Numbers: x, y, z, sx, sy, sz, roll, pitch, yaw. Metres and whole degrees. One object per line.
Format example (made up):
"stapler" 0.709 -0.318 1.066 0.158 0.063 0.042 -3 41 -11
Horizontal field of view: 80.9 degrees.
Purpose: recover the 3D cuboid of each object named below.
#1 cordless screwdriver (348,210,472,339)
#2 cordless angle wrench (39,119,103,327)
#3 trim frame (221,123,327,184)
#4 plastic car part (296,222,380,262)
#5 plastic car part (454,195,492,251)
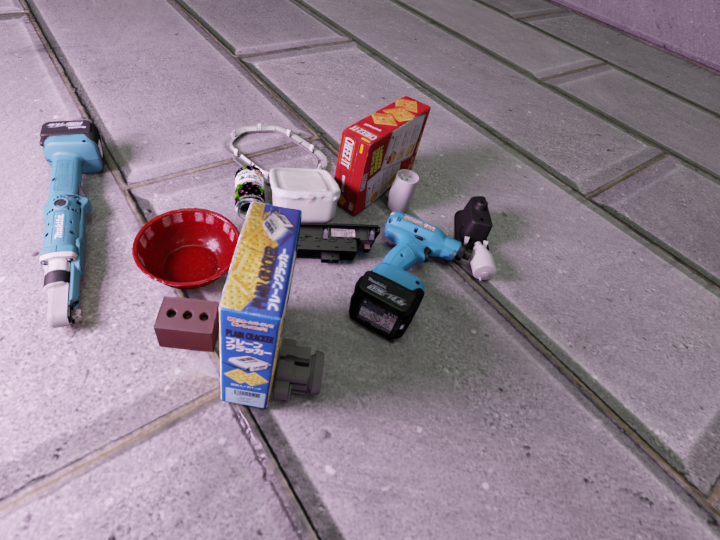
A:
"cordless screwdriver" 0.089 0.003 0.698 0.162 0.073 0.249 22 44 9
"cordless angle wrench" -0.477 -0.092 0.687 0.095 0.073 0.442 -10 53 -20
"trim frame" -0.184 -0.252 0.910 0.258 0.027 0.180 39 54 21
"plastic car part" -0.071 -0.046 0.726 0.200 0.066 0.068 5 74 -7
"plastic car part" 0.223 -0.101 0.816 0.066 0.070 0.119 12 50 -4
